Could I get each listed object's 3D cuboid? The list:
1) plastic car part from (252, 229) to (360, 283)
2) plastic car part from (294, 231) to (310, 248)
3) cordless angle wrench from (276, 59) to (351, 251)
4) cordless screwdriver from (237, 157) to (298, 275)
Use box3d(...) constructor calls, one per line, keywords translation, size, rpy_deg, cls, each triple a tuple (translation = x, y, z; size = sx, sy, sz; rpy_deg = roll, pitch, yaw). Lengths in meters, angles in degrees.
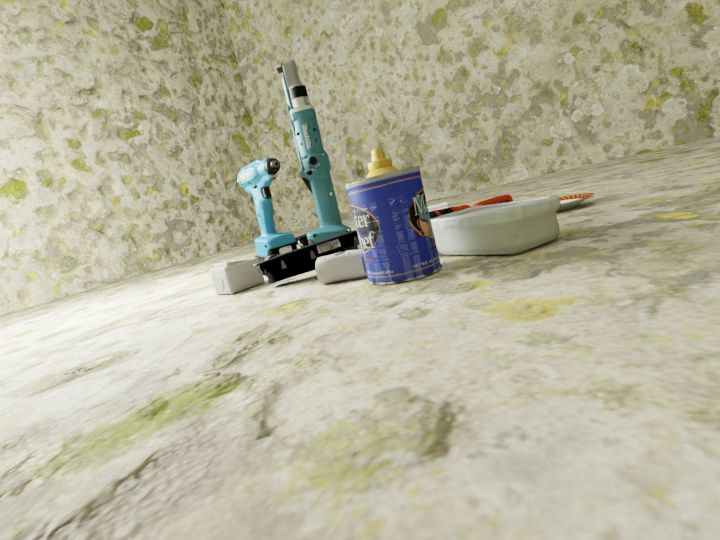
box3d(translation=(-0.091, -0.021, 0.763), size=(0.202, 0.066, 0.067), rpy_deg=(-14, 7, -2), cls="plastic car part")
box3d(translation=(-0.102, -0.067, 1.040), size=(0.113, 0.070, 0.068), rpy_deg=(-17, 8, -23), cls="plastic car part")
box3d(translation=(-0.096, -0.221, 0.871), size=(0.099, 0.420, 0.074), rpy_deg=(-13, 5, 4), cls="cordless angle wrench")
box3d(translation=(-0.190, -0.114, 0.906), size=(0.072, 0.247, 0.166), rpy_deg=(-17, 7, -34), cls="cordless screwdriver")
